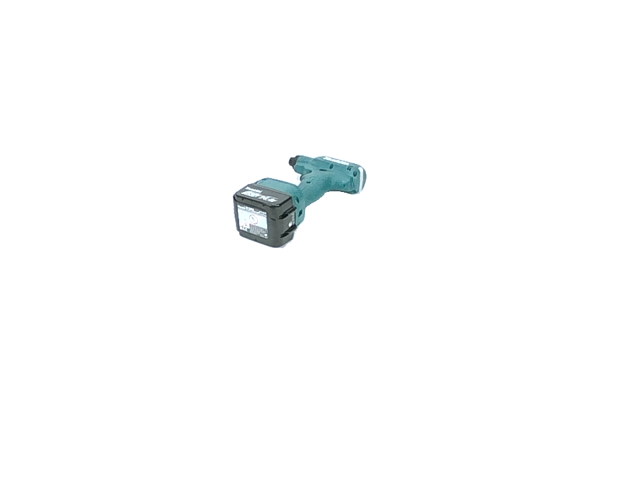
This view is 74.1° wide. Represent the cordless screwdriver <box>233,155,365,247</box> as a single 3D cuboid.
[{"bbox_3d":[-0.050,-0.087,0.724,0.160,0.074,0.247,21,37,29],"label":"cordless screwdriver"}]
